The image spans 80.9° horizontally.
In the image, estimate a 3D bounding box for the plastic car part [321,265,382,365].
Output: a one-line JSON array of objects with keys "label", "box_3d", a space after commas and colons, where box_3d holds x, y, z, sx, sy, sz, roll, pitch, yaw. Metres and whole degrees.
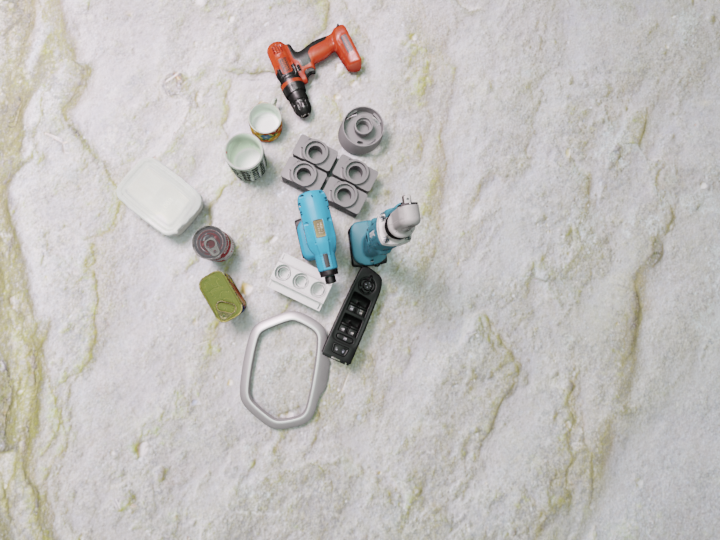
[{"label": "plastic car part", "box_3d": [-0.014, 0.091, 0.892, 0.066, 0.067, 0.203, 24, 84, -2]}]

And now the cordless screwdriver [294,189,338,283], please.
[{"label": "cordless screwdriver", "box_3d": [-0.080, -0.052, 0.813, 0.074, 0.249, 0.160, -13, 88, -7]}]

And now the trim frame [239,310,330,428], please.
[{"label": "trim frame", "box_3d": [-0.158, 0.210, 0.896, 0.184, 0.027, 0.249, 8, 84, -1]}]

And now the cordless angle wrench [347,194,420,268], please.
[{"label": "cordless angle wrench", "box_3d": [0.037, -0.060, 0.730, 0.074, 0.424, 0.098, -7, 89, -7]}]
